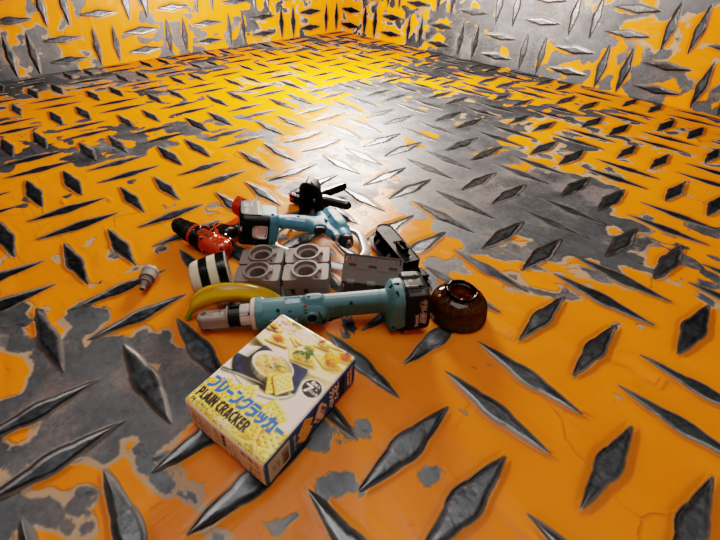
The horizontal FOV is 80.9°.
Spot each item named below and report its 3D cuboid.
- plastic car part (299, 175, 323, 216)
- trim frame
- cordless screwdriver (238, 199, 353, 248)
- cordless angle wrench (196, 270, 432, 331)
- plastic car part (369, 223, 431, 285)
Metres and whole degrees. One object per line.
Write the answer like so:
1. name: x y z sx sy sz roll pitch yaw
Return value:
1. plastic car part: -0.121 -0.189 1.075 0.066 0.113 0.072 6 41 3
2. trim frame: -0.097 -0.064 0.995 0.256 0.027 0.184 16 40 15
3. cordless screwdriver: -0.143 -0.093 0.933 0.242 0.073 0.167 -1 30 -19
4. cordless angle wrench: -0.089 0.072 0.780 0.422 0.095 0.077 -5 35 -2
5. plastic car part: 0.080 -0.042 0.948 0.065 0.064 0.214 -19 40 -15
